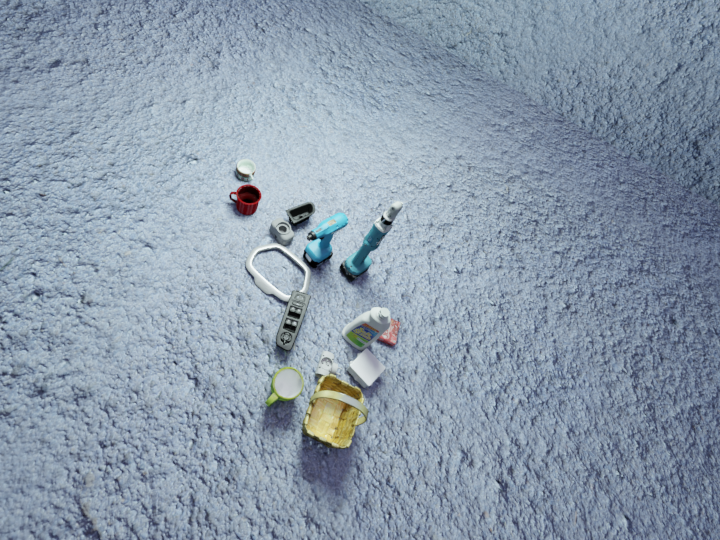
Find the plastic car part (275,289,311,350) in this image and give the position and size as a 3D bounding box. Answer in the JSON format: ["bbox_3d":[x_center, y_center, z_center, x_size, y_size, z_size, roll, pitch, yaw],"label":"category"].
[{"bbox_3d":[-0.226,0.168,1.381,0.066,0.067,0.206,20,56,-7],"label":"plastic car part"}]

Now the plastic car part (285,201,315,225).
[{"bbox_3d":[-0.227,-0.208,1.607,0.113,0.071,0.068,-27,73,-29],"label":"plastic car part"}]

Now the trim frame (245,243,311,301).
[{"bbox_3d":[-0.287,0.003,1.486,0.253,0.027,0.182,39,57,8],"label":"trim frame"}]

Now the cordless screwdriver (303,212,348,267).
[{"bbox_3d":[-0.142,-0.093,1.455,0.156,0.248,0.076,-32,77,-32],"label":"cordless screwdriver"}]

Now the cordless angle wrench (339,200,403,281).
[{"bbox_3d":[0.038,-0.096,1.407,0.096,0.422,0.076,-33,78,-32],"label":"cordless angle wrench"}]
